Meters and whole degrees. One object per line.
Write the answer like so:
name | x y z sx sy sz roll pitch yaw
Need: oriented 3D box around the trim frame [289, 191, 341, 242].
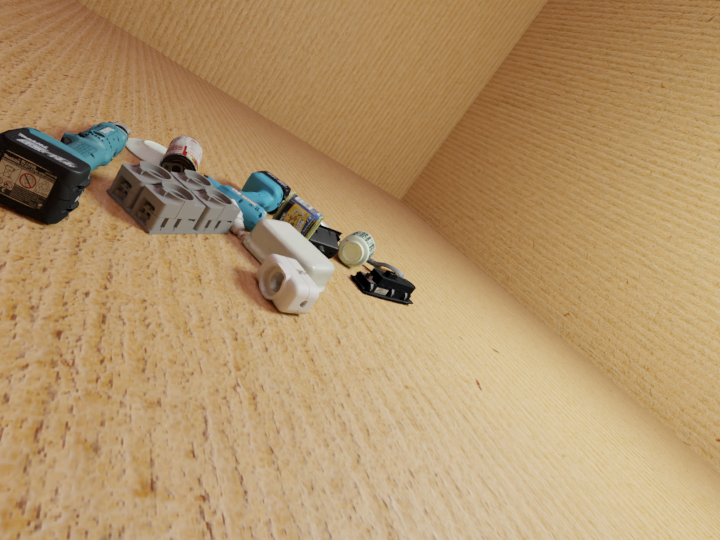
trim frame | -0.140 -0.152 1.107 0.261 0.027 0.175 42 0 27

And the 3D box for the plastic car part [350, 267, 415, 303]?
plastic car part | 0.067 0.034 1.012 0.191 0.067 0.070 24 12 -45

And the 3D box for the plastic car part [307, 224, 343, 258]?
plastic car part | -0.095 -0.062 0.970 0.110 0.066 0.074 17 38 -40

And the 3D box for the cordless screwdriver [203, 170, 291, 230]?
cordless screwdriver | -0.253 -0.172 0.933 0.159 0.074 0.250 34 19 -4

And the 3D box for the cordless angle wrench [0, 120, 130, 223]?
cordless angle wrench | -0.412 -0.185 0.643 0.094 0.074 0.440 29 14 -25
